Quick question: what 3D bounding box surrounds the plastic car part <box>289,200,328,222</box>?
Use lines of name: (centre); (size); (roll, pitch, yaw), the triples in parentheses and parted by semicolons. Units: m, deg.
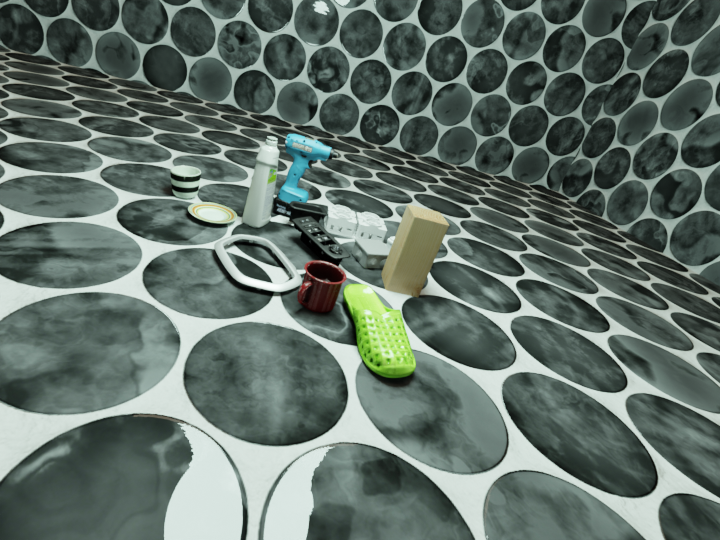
plastic car part: (-0.168, -0.164, 1.272); (0.112, 0.070, 0.069); (5, 28, -23)

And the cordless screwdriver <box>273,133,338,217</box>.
cordless screwdriver: (-0.173, -0.280, 1.299); (0.160, 0.246, 0.075); (18, 25, 1)

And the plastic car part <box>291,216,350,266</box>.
plastic car part: (-0.110, -0.072, 1.127); (0.063, 0.066, 0.215); (-7, 34, -41)

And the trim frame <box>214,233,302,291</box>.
trim frame: (-0.240, -0.021, 0.996); (0.176, 0.027, 0.263); (-5, 33, -37)
